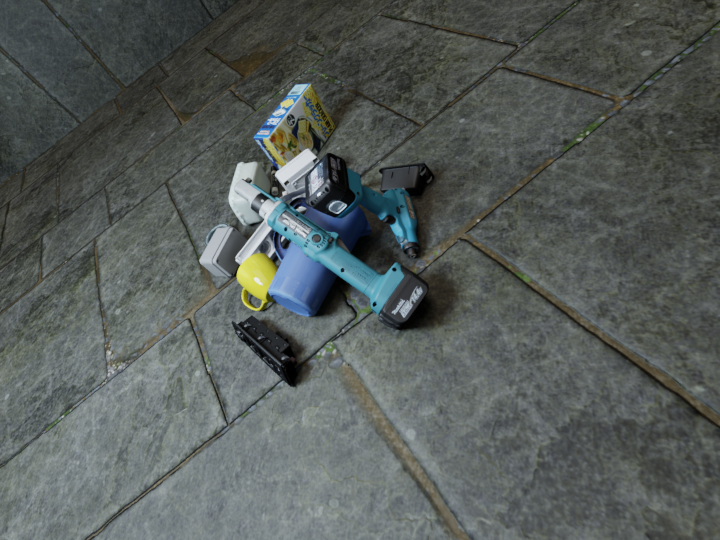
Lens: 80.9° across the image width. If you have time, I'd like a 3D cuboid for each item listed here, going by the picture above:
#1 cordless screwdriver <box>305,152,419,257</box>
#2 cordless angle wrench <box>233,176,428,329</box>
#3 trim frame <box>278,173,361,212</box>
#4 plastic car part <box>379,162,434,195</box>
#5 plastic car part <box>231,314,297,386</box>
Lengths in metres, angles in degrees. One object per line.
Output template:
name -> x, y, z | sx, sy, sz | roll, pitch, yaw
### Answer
cordless screwdriver -> 0.015, -0.117, 0.813 | 0.075, 0.236, 0.165 | -40, 47, 39
cordless angle wrench -> -0.077, -0.051, 0.790 | 0.436, 0.072, 0.098 | 35, 75, 15
trim frame -> -0.115, -0.175, 0.986 | 0.252, 0.179, 0.028 | -23, 85, 12
plastic car part -> 0.095, -0.192, 0.940 | 0.122, 0.062, 0.072 | 0, 70, 34
plastic car part -> -0.190, 0.144, 0.844 | 0.215, 0.063, 0.066 | 22, 59, 40
